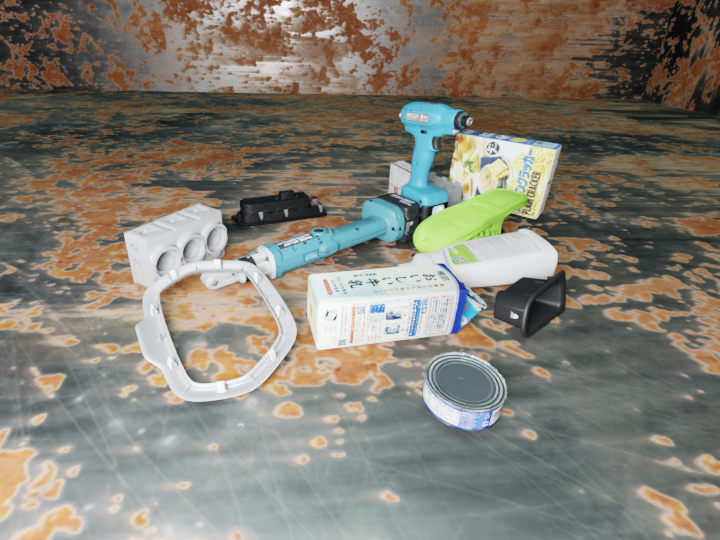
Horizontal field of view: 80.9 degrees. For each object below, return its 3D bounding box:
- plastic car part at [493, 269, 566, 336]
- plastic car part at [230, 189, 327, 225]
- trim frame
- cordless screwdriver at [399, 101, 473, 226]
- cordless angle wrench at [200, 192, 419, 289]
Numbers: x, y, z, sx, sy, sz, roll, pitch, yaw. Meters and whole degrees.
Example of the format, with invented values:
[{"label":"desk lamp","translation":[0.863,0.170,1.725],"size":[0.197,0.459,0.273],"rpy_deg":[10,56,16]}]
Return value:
[{"label":"plastic car part","translation":[0.237,0.043,0.612],"size":[0.113,0.064,0.075],"rpy_deg":[-22,22,-31]},{"label":"plastic car part","translation":[-0.172,-0.134,0.896],"size":[0.198,0.065,0.070],"rpy_deg":[-15,40,-22]},{"label":"trim frame","translation":[-0.191,0.060,0.550],"size":[0.180,0.027,0.262],"rpy_deg":[-23,47,-22]},{"label":"cordless screwdriver","translation":[0.141,-0.198,0.831],"size":[0.072,0.243,0.168],"rpy_deg":[-14,28,-31]},{"label":"cordless angle wrench","translation":[-0.073,-0.047,0.742],"size":[0.410,0.072,0.104],"rpy_deg":[-22,36,-31]}]
